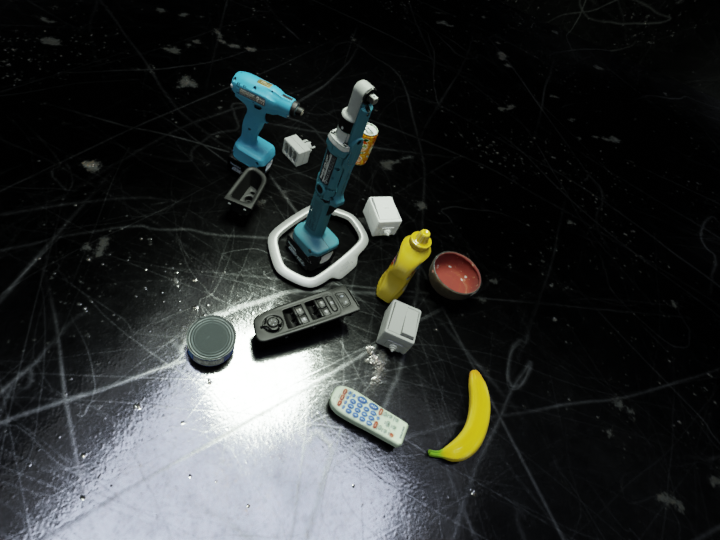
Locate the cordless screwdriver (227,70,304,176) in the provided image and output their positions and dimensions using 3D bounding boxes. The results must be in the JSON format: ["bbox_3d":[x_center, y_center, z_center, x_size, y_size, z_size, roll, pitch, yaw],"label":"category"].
[{"bbox_3d":[-0.218,-0.306,0.950,0.161,0.246,0.074,29,51,3],"label":"cordless screwdriver"}]

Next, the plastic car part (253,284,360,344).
[{"bbox_3d":[-0.107,0.089,0.796,0.197,0.066,0.069,-15,61,-25],"label":"plastic car part"}]

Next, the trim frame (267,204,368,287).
[{"bbox_3d":[-0.092,-0.060,0.938,0.190,0.027,0.244,39,54,15],"label":"trim frame"}]

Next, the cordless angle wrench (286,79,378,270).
[{"bbox_3d":[-0.053,-0.154,0.770,0.072,0.419,0.101,-27,69,-33],"label":"cordless angle wrench"}]

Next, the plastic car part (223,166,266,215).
[{"bbox_3d":[-0.253,-0.169,0.950,0.066,0.070,0.118,22,51,-2],"label":"plastic car part"}]
